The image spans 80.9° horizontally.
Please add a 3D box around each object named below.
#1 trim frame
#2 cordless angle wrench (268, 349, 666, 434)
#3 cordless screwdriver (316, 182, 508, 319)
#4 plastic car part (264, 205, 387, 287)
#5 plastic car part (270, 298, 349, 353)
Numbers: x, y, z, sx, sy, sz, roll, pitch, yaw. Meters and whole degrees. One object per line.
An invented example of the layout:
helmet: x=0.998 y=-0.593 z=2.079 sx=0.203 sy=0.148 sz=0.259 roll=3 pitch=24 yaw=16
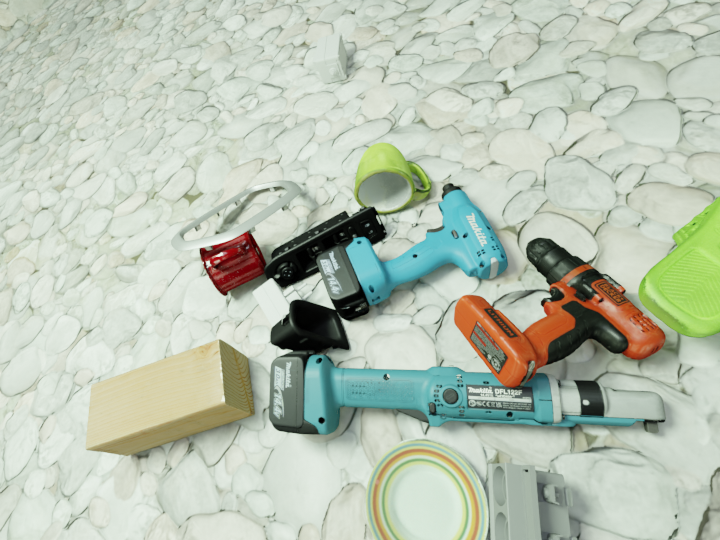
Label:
trim frame: x=-0.207 y=-0.097 z=0.720 sx=0.194 sy=0.026 sz=0.245 roll=9 pitch=42 yaw=39
cordless angle wrench: x=0.103 y=0.146 z=0.493 sx=0.433 sy=0.072 sz=0.099 roll=-2 pitch=78 yaw=15
cordless screwdriver: x=0.061 y=-0.033 z=0.614 sx=0.250 sy=0.071 sz=0.166 roll=-19 pitch=56 yaw=5
plastic car part: x=-0.066 y=-0.043 z=0.672 sx=0.203 sy=0.063 sz=0.070 roll=-31 pitch=47 yaw=1
plastic car part: x=-0.080 y=0.086 z=0.582 sx=0.072 sy=0.110 sz=0.069 roll=-39 pitch=54 yaw=23
